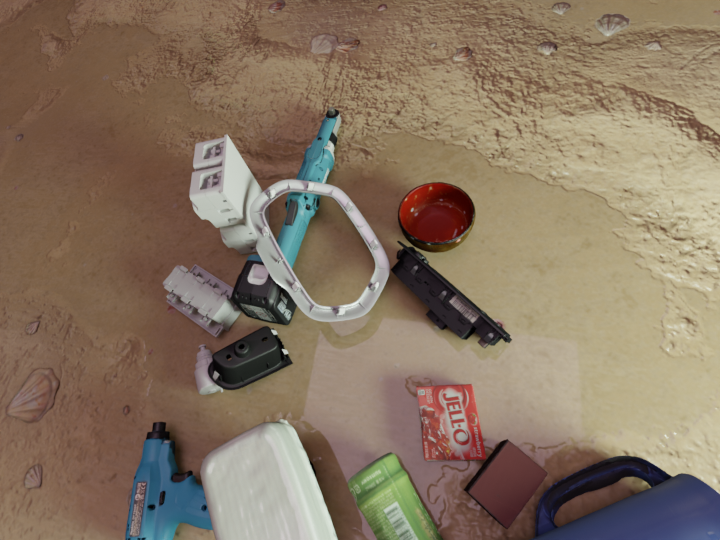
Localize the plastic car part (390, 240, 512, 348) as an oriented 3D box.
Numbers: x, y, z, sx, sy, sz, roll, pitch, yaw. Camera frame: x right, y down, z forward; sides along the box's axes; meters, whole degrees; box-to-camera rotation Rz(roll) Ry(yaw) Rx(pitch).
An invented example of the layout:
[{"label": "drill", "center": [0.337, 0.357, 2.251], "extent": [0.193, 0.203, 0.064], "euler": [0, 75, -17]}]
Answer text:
[{"label": "plastic car part", "center": [0.116, 0.038, 0.606], "extent": [0.067, 0.063, 0.212], "euler": [-50, 61, 17]}]

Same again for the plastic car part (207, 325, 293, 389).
[{"label": "plastic car part", "center": [-0.162, 0.121, 0.608], "extent": [0.114, 0.069, 0.069], "euler": [-23, 60, -25]}]

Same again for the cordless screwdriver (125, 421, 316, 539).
[{"label": "cordless screwdriver", "center": [-0.186, 0.276, 0.554], "extent": [0.253, 0.071, 0.164], "euler": [-10, 63, 11]}]

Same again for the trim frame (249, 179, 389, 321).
[{"label": "trim frame", "center": [-0.062, -0.040, 0.630], "extent": [0.180, 0.027, 0.256], "euler": [-24, 71, -23]}]

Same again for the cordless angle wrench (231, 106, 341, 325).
[{"label": "cordless angle wrench", "center": [-0.100, -0.119, 0.727], "extent": [0.077, 0.094, 0.428], "euler": [8, 62, 15]}]
